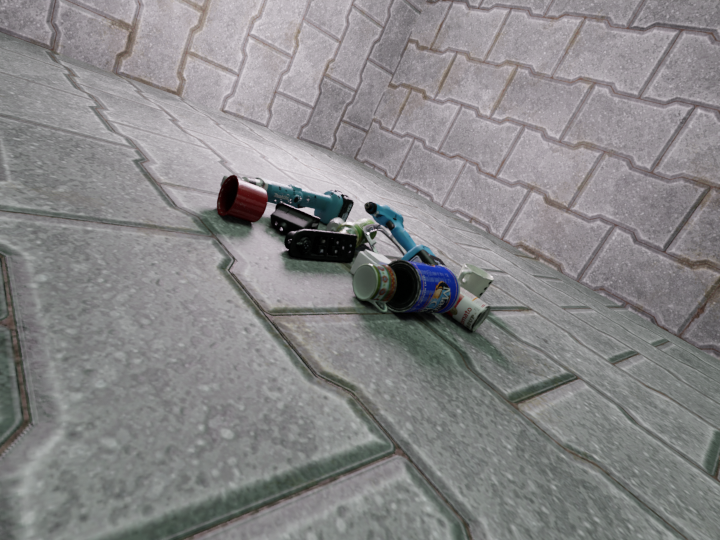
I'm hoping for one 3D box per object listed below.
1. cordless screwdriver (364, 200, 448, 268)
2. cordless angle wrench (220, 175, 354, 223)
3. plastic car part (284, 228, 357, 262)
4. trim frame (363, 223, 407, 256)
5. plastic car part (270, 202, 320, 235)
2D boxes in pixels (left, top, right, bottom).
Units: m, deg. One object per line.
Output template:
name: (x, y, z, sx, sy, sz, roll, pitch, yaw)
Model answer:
cordless screwdriver: (0.105, -0.074, 1.060, 0.150, 0.075, 0.261, 20, 31, -52)
cordless angle wrench: (-0.184, -0.194, 1.111, 0.078, 0.097, 0.401, 36, 20, 35)
plastic car part: (-0.091, -0.059, 0.930, 0.071, 0.066, 0.193, 25, 15, 34)
trim frame: (0.083, -0.050, 1.101, 0.187, 0.028, 0.242, 53, 19, 6)
plastic car part: (-0.164, -0.107, 0.989, 0.119, 0.065, 0.070, 24, 31, 8)
